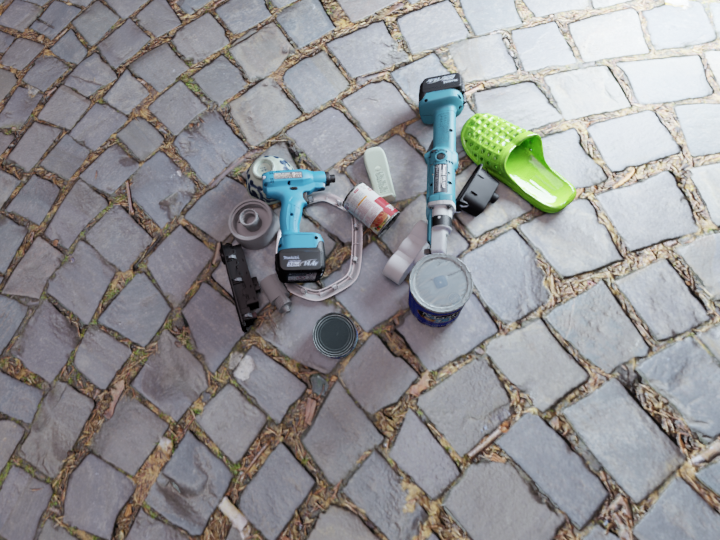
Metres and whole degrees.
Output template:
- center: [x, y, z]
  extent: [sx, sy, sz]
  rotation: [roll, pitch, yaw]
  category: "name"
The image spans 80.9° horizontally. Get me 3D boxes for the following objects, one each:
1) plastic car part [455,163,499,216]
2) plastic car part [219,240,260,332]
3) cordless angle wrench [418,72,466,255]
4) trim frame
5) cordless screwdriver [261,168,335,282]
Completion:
- center: [0.244, -0.158, 0.862]
  extent: [0.072, 0.065, 0.116]
  rotation: [37, 76, 3]
  category: "plastic car part"
- center: [-0.251, 0.021, 0.885]
  extent: [0.066, 0.065, 0.210]
  rotation: [-22, 67, -10]
  category: "plastic car part"
- center: [0.164, -0.217, 0.860]
  extent: [0.101, 0.071, 0.431]
  rotation: [-3, 64, 20]
  category: "cordless angle wrench"
- center: [-0.088, -0.058, 0.902]
  extent: [0.188, 0.026, 0.253]
  rotation: [-1, 71, 12]
  category: "trim frame"
- center: [-0.113, -0.102, 0.872]
  extent: [0.157, 0.073, 0.256]
  rotation: [-7, 66, -11]
  category: "cordless screwdriver"
